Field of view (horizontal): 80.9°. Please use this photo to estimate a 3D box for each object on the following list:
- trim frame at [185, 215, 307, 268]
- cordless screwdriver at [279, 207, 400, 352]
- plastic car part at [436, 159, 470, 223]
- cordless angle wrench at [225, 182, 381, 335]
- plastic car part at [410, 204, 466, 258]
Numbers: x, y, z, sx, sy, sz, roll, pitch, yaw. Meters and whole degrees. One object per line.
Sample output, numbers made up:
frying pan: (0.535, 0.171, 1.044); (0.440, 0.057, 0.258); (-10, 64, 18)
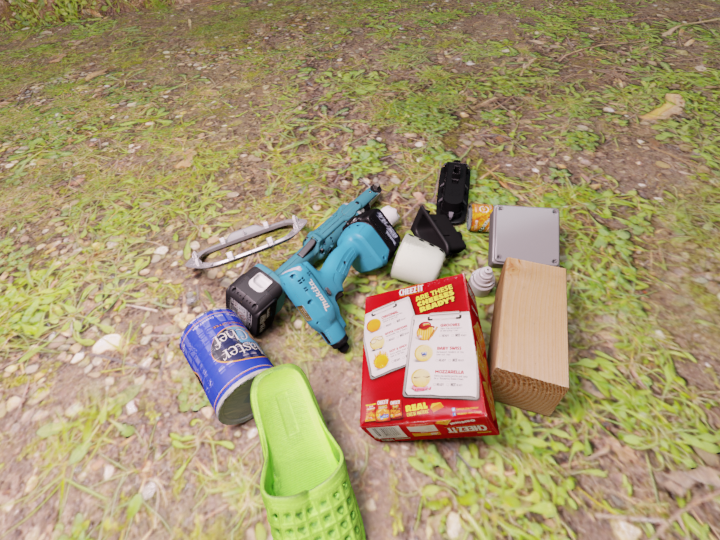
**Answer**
trim frame: (-0.221, -0.058, 0.822); (0.246, 0.027, 0.191); (-23, 21, -9)
cordless screwdriver: (-0.016, 0.009, 0.732); (0.077, 0.156, 0.245); (-22, 17, 47)
plastic car part: (0.204, -0.179, 0.908); (0.067, 0.065, 0.206); (12, 52, 6)
cordless angle wrench: (-0.079, -0.052, 0.810); (0.076, 0.096, 0.418); (34, 53, 12)
plastic car part: (0.158, -0.067, 0.815); (0.069, 0.065, 0.122); (-10, 49, -24)
